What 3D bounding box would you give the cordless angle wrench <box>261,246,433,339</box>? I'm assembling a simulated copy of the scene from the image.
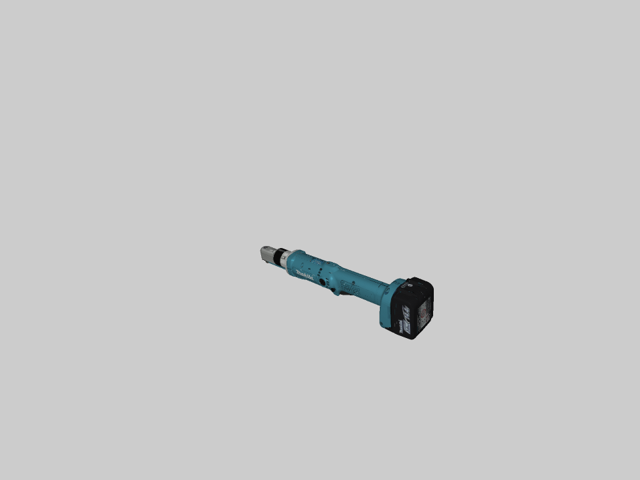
[{"bbox_3d":[0.022,0.076,0.869,0.423,0.098,0.074,18,37,38],"label":"cordless angle wrench"}]
